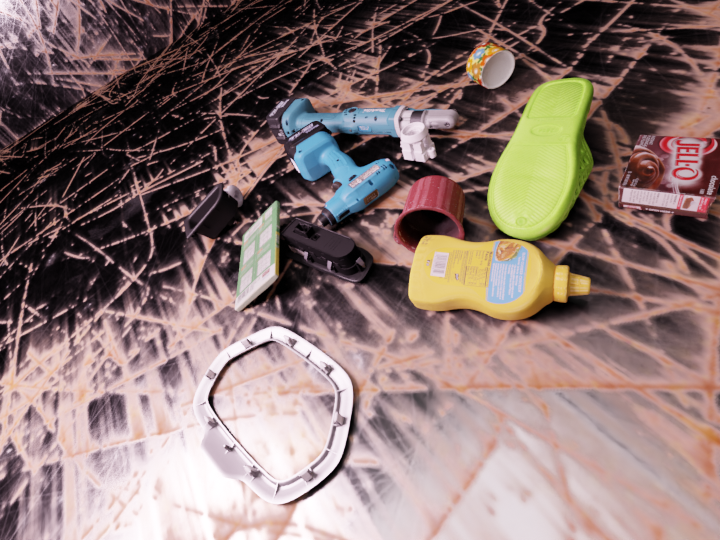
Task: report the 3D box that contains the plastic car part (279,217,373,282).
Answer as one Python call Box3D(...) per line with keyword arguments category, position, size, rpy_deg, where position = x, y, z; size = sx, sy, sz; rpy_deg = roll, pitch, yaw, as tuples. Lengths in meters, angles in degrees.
Box3D(category="plastic car part", position=(-0.066, -0.043, 0.673), size=(0.215, 0.064, 0.065), rpy_deg=(25, 58, 38))

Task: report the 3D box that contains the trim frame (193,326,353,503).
Box3D(category="trim frame", position=(-0.119, 0.166, 0.534), size=(0.263, 0.026, 0.183), rpy_deg=(26, 67, 39))

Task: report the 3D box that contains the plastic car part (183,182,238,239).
Box3D(category="plastic car part", position=(-0.284, -0.107, 0.833), size=(0.117, 0.067, 0.069), rpy_deg=(-43, 44, 9))

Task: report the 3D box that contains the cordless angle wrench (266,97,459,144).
Box3D(category="cordless angle wrench", position=(-0.010, -0.311, 0.879), size=(0.445, 0.070, 0.098), rpy_deg=(13, 58, 33))

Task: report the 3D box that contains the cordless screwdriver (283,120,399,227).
Box3D(category="cordless screwdriver", position=(-0.064, -0.180, 0.786), size=(0.158, 0.070, 0.263), rpy_deg=(-39, 48, -9))
